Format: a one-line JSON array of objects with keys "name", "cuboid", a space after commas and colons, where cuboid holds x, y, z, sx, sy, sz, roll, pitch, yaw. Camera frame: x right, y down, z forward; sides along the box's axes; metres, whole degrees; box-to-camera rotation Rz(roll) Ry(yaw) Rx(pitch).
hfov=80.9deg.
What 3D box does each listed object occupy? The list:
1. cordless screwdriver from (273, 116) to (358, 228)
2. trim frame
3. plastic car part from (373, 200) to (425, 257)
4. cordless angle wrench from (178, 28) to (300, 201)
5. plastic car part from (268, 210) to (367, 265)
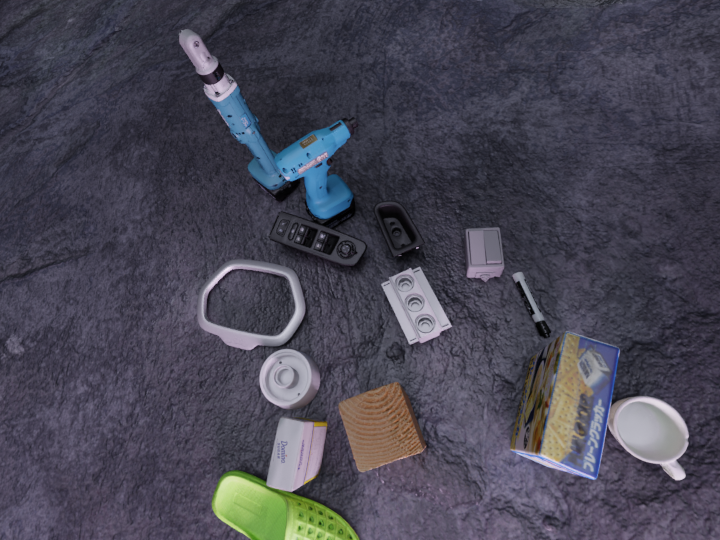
[{"name": "cordless screwdriver", "cuboid": [-0.059, -0.183, 0.821, 0.159, 0.239, 0.077, -33, 67, -3]}, {"name": "trim frame", "cuboid": [-0.230, 0.068, 0.876, 0.256, 0.026, 0.186, 8, 70, 17]}, {"name": "plastic car part", "cuboid": [0.073, -0.078, 0.838, 0.066, 0.068, 0.121, -24, 65, 2]}, {"name": "cordless angle wrench", "cuboid": [-0.223, -0.276, 0.809, 0.102, 0.406, 0.074, 40, 80, 21]}, {"name": "plastic car part", "cuboid": [-0.085, -0.056, 0.871, 0.211, 0.064, 0.066, 19, 73, 20]}]
